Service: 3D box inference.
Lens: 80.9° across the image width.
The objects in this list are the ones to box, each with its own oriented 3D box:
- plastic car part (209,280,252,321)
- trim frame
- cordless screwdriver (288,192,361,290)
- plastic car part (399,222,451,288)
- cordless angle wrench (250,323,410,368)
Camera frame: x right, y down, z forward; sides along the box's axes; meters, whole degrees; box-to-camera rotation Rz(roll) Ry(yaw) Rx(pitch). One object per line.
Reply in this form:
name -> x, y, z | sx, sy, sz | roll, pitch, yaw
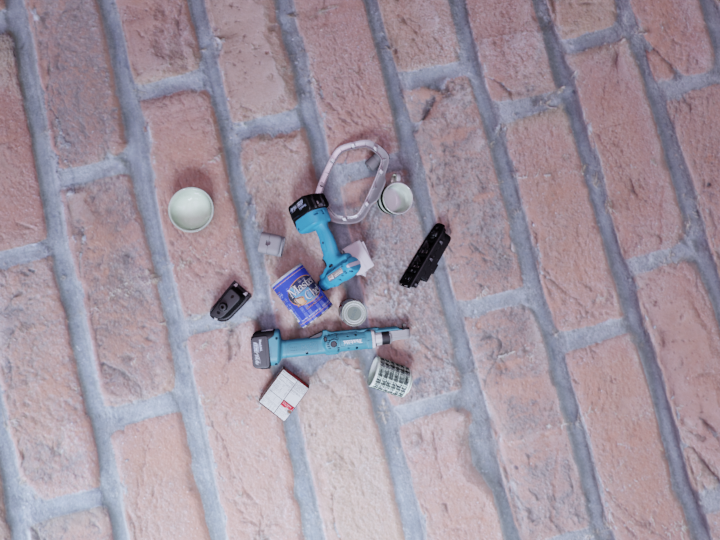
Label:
plastic car part -> -0.356, 0.090, 1.128 | 0.066, 0.071, 0.116 | 41, 83, 0
trim frame -> -0.023, -0.245, 1.155 | 0.191, 0.026, 0.249 | 23, 85, 20
cordless screwdriver -> -0.110, -0.072, 1.128 | 0.071, 0.162, 0.254 | -16, 74, -46
plastic car part -> 0.186, -0.035, 1.150 | 0.066, 0.068, 0.203 | 28, 85, -12
cordless angle wrench -> -0.075, 0.190, 1.126 | 0.420, 0.074, 0.098 | -6, 87, -4
